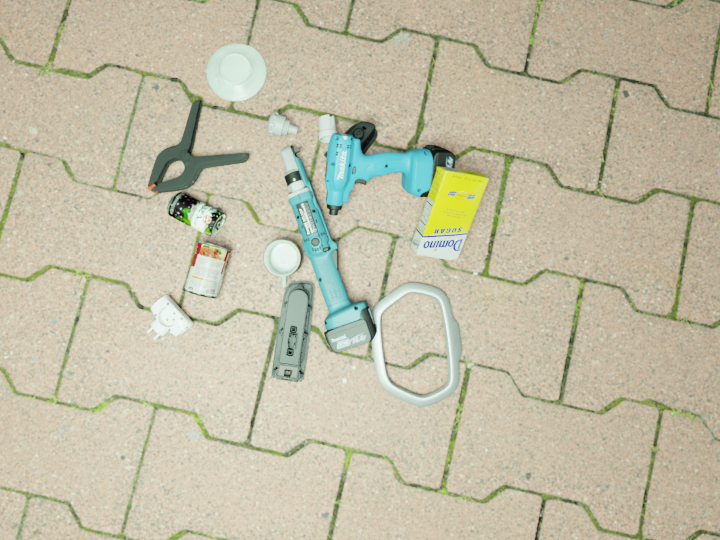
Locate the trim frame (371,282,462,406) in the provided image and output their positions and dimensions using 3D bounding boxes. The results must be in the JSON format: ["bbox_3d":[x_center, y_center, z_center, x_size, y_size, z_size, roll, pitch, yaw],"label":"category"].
[{"bbox_3d":[0.115,0.149,0.857,0.184,0.027,0.250,-7,84,0],"label":"trim frame"}]

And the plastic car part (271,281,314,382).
[{"bbox_3d":[-0.135,0.120,0.841,0.067,0.066,0.204,7,83,4],"label":"plastic car part"}]

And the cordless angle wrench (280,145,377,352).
[{"bbox_3d":[-0.083,-0.054,0.848,0.099,0.073,0.428,-21,83,7],"label":"cordless angle wrench"}]

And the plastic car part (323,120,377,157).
[{"bbox_3d":[-0.013,-0.265,0.866,0.066,0.071,0.116,41,89,-3],"label":"plastic car part"}]

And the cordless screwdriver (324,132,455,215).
[{"bbox_3d":[0.052,-0.180,0.838,0.244,0.077,0.156,3,111,-11],"label":"cordless screwdriver"}]
